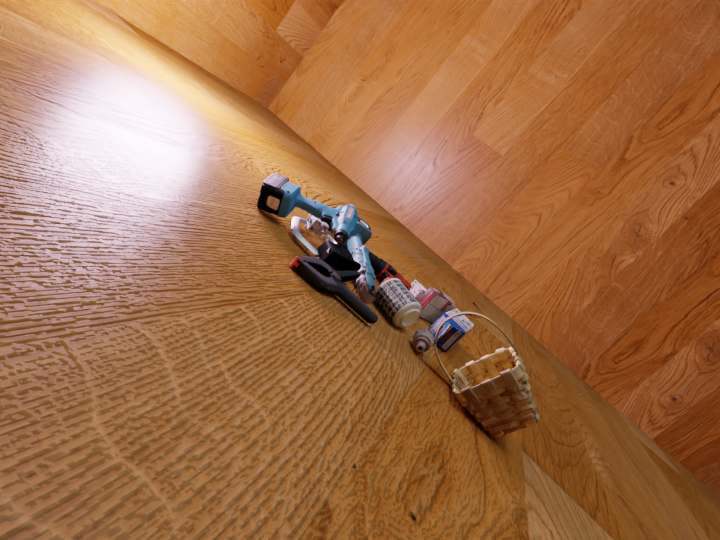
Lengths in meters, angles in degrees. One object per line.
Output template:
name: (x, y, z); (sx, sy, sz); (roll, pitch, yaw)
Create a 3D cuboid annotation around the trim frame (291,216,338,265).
trim frame: (-0.109, -0.071, 1.112); (0.179, 0.027, 0.255); (34, 13, -17)

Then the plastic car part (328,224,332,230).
plastic car part: (-0.094, -0.168, 1.383); (0.070, 0.066, 0.194); (35, 11, 24)

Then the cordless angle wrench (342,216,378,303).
cordless angle wrench: (-0.002, -0.030, 1.147); (0.072, 0.098, 0.435); (35, 19, -21)

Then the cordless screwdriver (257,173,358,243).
cordless screwdriver: (-0.131, -0.146, 1.037); (0.249, 0.073, 0.161); (20, 32, 0)

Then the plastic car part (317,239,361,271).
plastic car part: (-0.058, -0.034, 0.993); (0.110, 0.067, 0.074); (20, 40, -48)
